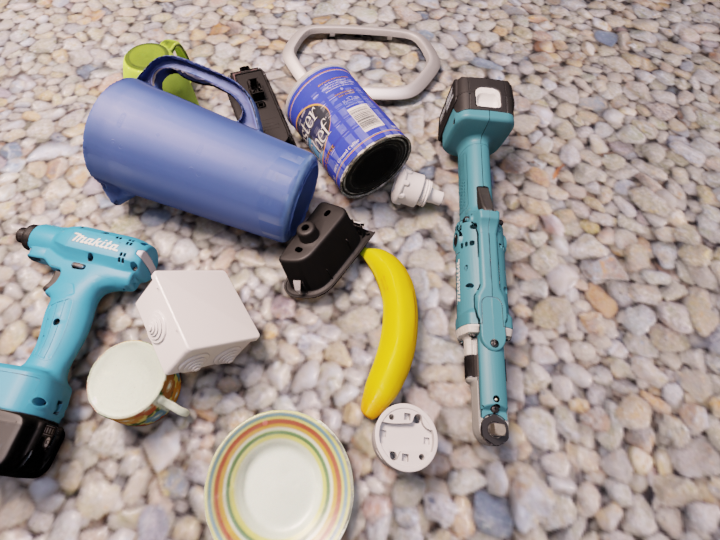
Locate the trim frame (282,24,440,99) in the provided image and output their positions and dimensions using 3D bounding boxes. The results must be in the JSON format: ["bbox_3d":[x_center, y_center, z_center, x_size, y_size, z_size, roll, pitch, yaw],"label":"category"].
[{"bbox_3d":[0.001,-0.334,0.666,0.249,0.027,0.188,1,63,1],"label":"trim frame"}]

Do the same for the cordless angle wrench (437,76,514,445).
[{"bbox_3d":[0.136,-0.033,0.481,0.074,0.096,0.431,6,66,-2],"label":"cordless angle wrench"}]

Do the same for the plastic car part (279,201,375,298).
[{"bbox_3d":[-0.046,-0.030,0.470,0.069,0.067,0.116,21,59,31],"label":"plastic car part"}]

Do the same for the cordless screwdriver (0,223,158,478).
[{"bbox_3d":[-0.329,0.060,0.424,0.161,0.072,0.253,11,58,4],"label":"cordless screwdriver"}]

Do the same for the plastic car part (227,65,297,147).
[{"bbox_3d":[-0.135,-0.218,0.584,0.065,0.066,0.210,-14,66,-19],"label":"plastic car part"}]
